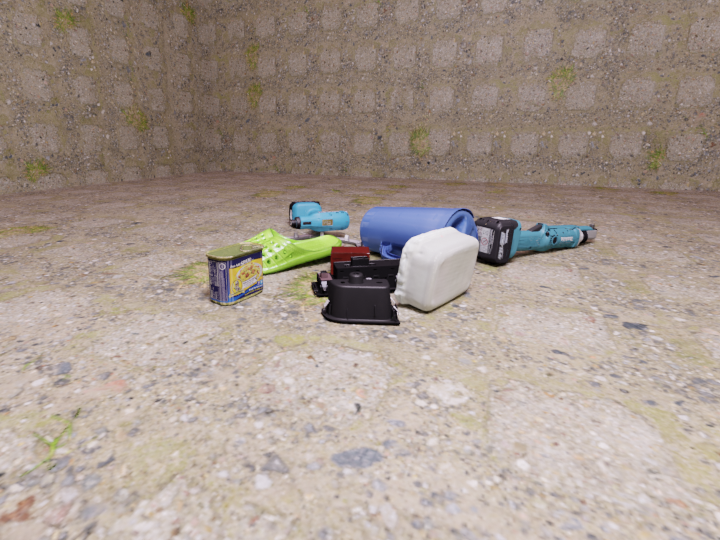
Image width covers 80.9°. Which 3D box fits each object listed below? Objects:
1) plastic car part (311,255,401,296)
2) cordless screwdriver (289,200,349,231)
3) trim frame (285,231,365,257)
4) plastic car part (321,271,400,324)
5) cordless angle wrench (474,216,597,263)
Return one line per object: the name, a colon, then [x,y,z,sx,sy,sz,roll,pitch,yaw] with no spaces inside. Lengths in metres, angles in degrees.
plastic car part: [0.015,0.007,0.760,0.200,0.066,0.068,0,9,-9]
cordless screwdriver: [-0.151,-0.151,1.203,0.154,0.073,0.260,-6,15,-23]
trim frame: [-0.102,-0.067,1.043,0.260,0.027,0.179,12,22,28]
plastic car part: [0.000,0.038,0.637,0.117,0.070,0.067,4,14,0]
cordless angle wrench: [0.436,-0.079,1.004,0.406,0.097,0.078,-5,16,-31]
